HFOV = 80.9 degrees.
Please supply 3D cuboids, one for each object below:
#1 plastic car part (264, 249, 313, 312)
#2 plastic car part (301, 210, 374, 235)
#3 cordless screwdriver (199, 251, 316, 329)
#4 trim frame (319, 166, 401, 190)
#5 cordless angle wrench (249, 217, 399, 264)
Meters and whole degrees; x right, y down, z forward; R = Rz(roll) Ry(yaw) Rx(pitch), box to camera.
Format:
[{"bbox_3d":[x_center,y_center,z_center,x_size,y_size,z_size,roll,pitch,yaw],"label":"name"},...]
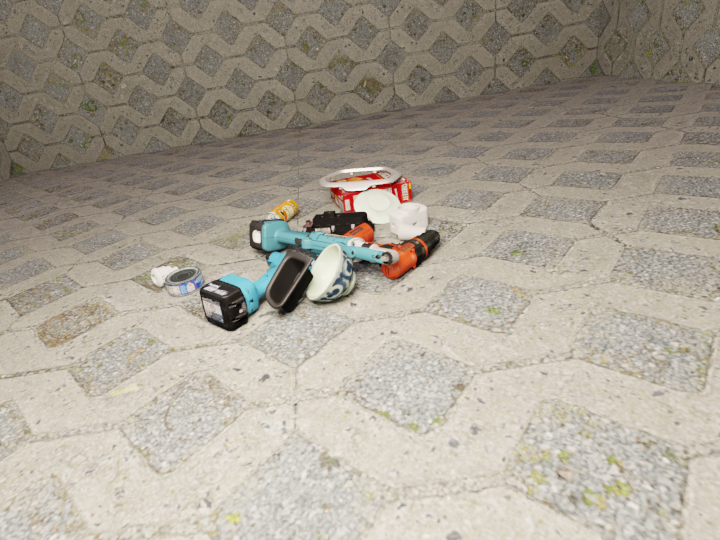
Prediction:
[{"bbox_3d":[-0.134,0.030,0.829,0.069,0.067,0.117,18,72,33],"label":"plastic car part"},{"bbox_3d":[-0.061,-0.128,1.133,0.209,0.065,0.066,2,21,16],"label":"plastic car part"},{"bbox_3d":[-0.222,0.023,0.893,0.168,0.072,0.242,15,33,40],"label":"cordless screwdriver"},{"bbox_3d":[-0.003,-0.278,1.273,0.254,0.027,0.186,0,28,11],"label":"trim frame"},{"bbox_3d":[-0.094,-0.061,0.957,0.446,0.073,0.094,13,17,41],"label":"cordless angle wrench"}]
